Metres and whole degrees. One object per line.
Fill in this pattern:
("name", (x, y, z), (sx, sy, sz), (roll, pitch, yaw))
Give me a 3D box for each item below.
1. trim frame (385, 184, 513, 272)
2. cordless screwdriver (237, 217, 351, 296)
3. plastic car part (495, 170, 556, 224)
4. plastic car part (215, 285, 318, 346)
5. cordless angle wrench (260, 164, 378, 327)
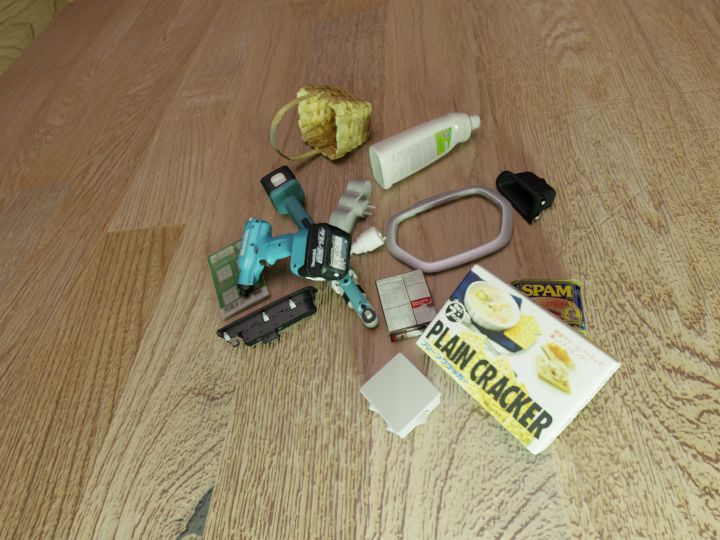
("trim frame", (0.171, -0.086, 0.824), (0.250, 0.026, 0.192), (-23, 53, 5))
("cordless screwdriver", (-0.141, -0.017, 0.800), (0.261, 0.070, 0.160), (5, 82, 38))
("plastic car part", (0.322, -0.154, 0.803), (0.070, 0.064, 0.122), (-14, 49, -11))
("plastic car part", (-0.165, 0.093, 0.795), (0.202, 0.063, 0.070), (-31, 63, -3))
("cordless angle wrench", (-0.084, -0.055, 0.860), (0.074, 0.093, 0.445), (-32, 56, -6))
